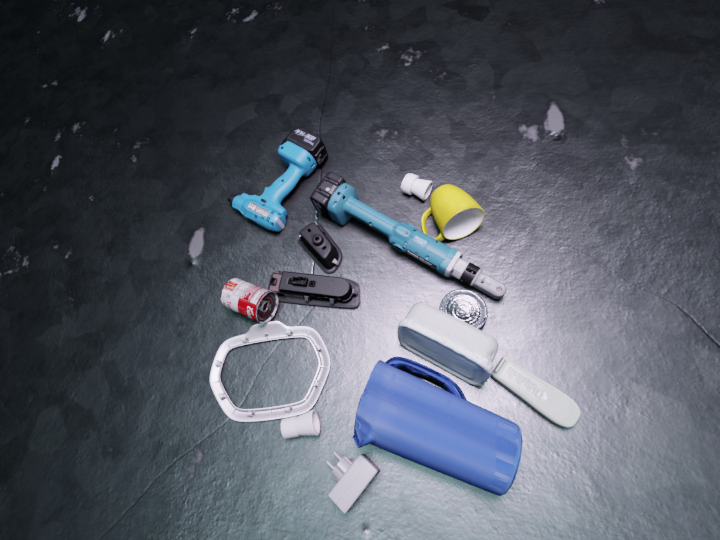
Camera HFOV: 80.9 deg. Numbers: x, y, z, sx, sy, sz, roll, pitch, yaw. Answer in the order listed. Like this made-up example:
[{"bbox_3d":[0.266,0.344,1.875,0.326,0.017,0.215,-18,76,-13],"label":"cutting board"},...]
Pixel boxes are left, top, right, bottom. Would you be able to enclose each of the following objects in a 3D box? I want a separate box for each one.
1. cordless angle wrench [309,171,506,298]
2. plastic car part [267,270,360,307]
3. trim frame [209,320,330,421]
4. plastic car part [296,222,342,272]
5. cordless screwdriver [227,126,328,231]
[{"bbox_3d":[0.089,-0.065,0.848,0.440,0.094,0.074,32,79,21],"label":"cordless angle wrench"},{"bbox_3d":[-0.099,0.031,0.866,0.208,0.064,0.067,7,61,14],"label":"plastic car part"},{"bbox_3d":[-0.181,0.193,0.828,0.252,0.026,0.189,-11,63,11],"label":"trim frame"},{"bbox_3d":[-0.088,-0.057,0.897,0.066,0.068,0.122,-38,61,-5],"label":"plastic car part"},{"bbox_3d":[-0.196,-0.223,1.001,0.166,0.071,0.249,26,78,23],"label":"cordless screwdriver"}]
